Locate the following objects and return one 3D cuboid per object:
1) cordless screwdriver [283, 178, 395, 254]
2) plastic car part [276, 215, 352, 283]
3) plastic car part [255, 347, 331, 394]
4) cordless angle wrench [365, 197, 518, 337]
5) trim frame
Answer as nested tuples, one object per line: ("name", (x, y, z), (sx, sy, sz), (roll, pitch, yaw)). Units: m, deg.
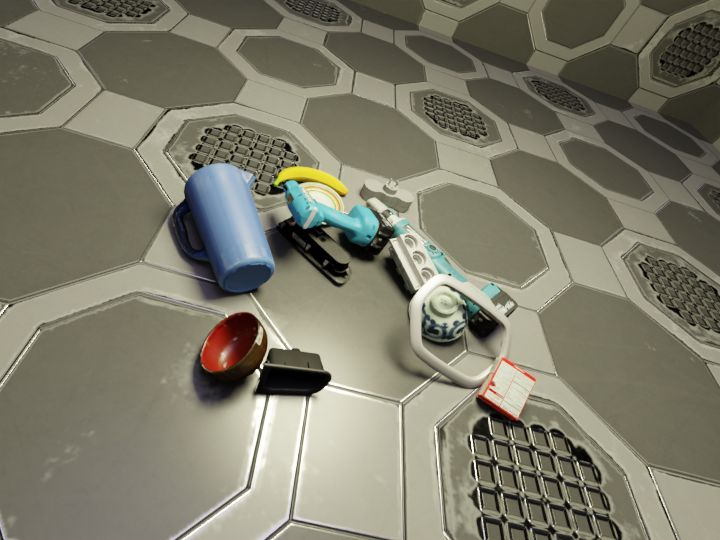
("cordless screwdriver", (-0.054, -0.125, 0.927), (0.236, 0.074, 0.168), (16, 27, -35))
("plastic car part", (-0.090, -0.059, 0.916), (0.210, 0.067, 0.064), (45, 40, 18))
("plastic car part", (-0.113, 0.160, 0.703), (0.113, 0.065, 0.074), (7, 33, -21))
("cordless angle wrench", (0.159, -0.034, 0.983), (0.095, 0.073, 0.442), (-24, 58, -37))
("trim frame", (0.192, 0.114, 0.805), (0.242, 0.028, 0.184), (32, 77, -14))
